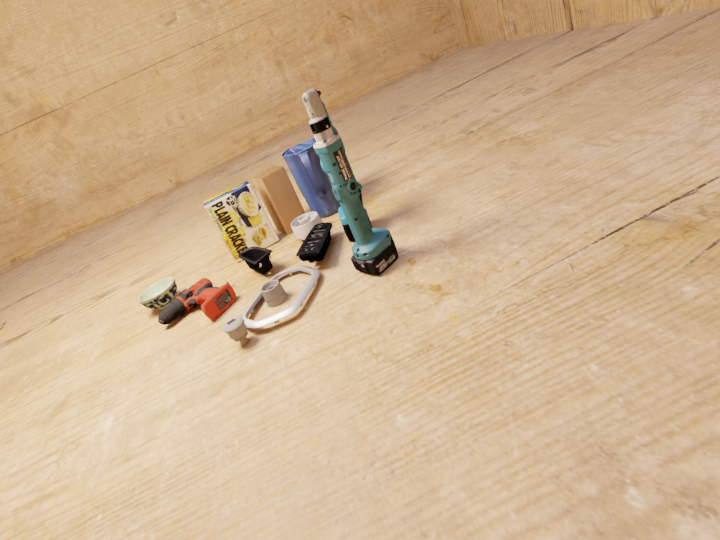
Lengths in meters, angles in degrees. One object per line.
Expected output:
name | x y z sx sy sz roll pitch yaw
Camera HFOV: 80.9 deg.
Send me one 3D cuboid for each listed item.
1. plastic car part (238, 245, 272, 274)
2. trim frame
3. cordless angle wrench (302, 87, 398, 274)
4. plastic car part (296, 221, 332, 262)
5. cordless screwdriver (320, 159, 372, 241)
plastic car part | -0.292 -0.023 1.207 0.065 0.068 0.123 -40 31 -28
trim frame | -0.197 0.060 1.037 0.191 0.026 0.249 -9 32 27
cordless angle wrench | -0.031 -0.182 0.913 0.096 0.407 0.078 -39 29 -29
plastic car part | -0.113 -0.074 1.155 0.068 0.064 0.206 -15 30 17
cordless screwdriver | -0.040 -0.192 1.112 0.075 0.239 0.164 -21 26 6
